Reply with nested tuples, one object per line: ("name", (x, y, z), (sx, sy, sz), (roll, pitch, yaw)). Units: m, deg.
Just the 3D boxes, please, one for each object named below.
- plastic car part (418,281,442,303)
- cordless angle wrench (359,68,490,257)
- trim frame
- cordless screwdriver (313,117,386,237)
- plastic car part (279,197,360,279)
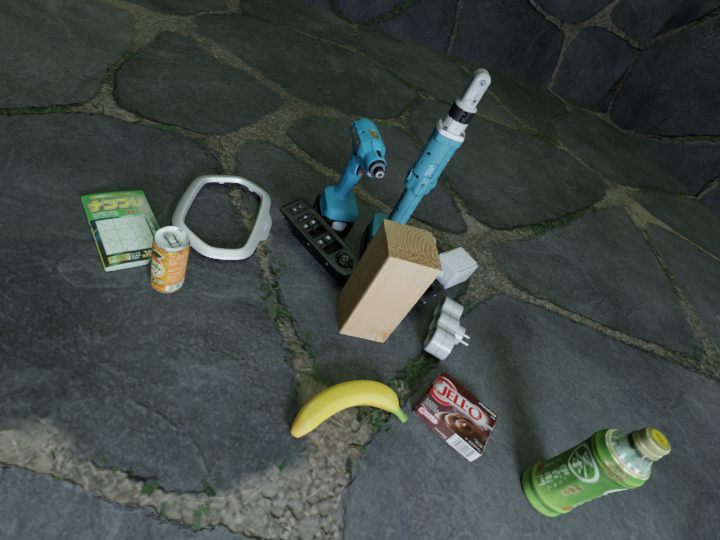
("plastic car part", (0.089, 0.026, 0.845), (0.064, 0.070, 0.121), (-24, 62, -42))
("cordless angle wrench", (0.114, -0.174, 0.797), (0.073, 0.421, 0.100), (21, 42, -12))
("trim frame", (-0.268, -0.114, 0.848), (0.181, 0.027, 0.255), (16, 42, -11))
("cordless screwdriver", (-0.020, -0.163, 0.851), (0.072, 0.247, 0.166), (8, 46, -23))
("plastic car part", (-0.083, -0.054, 0.846), (0.210, 0.066, 0.064), (44, 44, 19))
